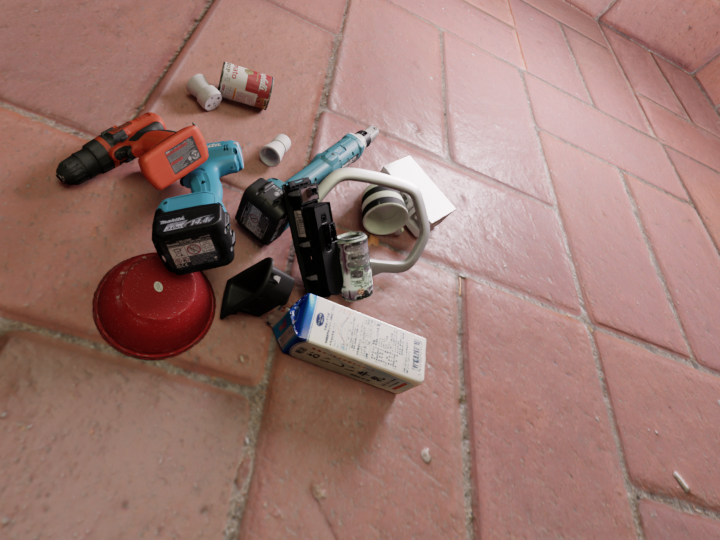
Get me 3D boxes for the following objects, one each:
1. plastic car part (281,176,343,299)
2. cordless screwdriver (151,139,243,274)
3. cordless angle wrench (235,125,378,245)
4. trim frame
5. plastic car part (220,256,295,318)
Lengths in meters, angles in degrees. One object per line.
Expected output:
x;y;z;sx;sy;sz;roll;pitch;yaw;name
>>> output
-0.065;-0.042;0.661;0.065;0.070;0.199;-32;120;-57;plastic car part
-0.255;-0.106;0.618;0.159;0.071;0.259;-10;45;-3;cordless screwdriver
-0.067;-0.197;0.807;0.075;0.098;0.418;39;47;2;cordless angle wrench
0.014;-0.078;0.733;0.239;0.029;0.183;8;96;-22;trim frame
-0.140;0.033;0.610;0.067;0.120;0.068;31;47;-39;plastic car part
